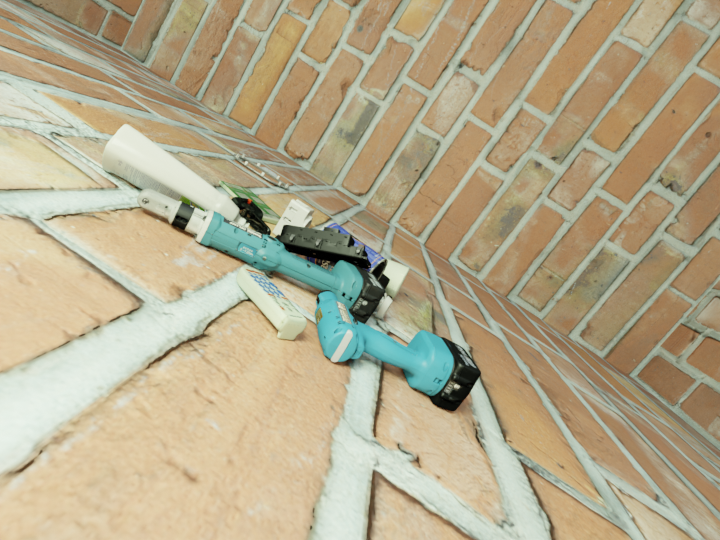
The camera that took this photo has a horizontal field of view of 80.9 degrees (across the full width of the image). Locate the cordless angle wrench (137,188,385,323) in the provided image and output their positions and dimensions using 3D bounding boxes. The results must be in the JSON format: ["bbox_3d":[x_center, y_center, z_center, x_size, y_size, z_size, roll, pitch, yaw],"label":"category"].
[{"bbox_3d":[-0.156,-0.030,0.696,0.408,0.074,0.102,25,14,-20],"label":"cordless angle wrench"}]

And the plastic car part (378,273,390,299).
[{"bbox_3d":[0.019,0.012,0.947,0.062,0.071,0.123,19,21,-52],"label":"plastic car part"}]

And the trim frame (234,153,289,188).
[{"bbox_3d":[-0.372,-0.376,1.592,0.252,0.027,0.182,32,11,6],"label":"trim frame"}]

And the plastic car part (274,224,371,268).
[{"bbox_3d":[-0.079,-0.052,0.806,0.210,0.067,0.064,7,-8,19],"label":"plastic car part"}]

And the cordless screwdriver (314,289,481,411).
[{"bbox_3d":[0.043,0.108,0.639,0.241,0.074,0.164,24,14,-17],"label":"cordless screwdriver"}]
